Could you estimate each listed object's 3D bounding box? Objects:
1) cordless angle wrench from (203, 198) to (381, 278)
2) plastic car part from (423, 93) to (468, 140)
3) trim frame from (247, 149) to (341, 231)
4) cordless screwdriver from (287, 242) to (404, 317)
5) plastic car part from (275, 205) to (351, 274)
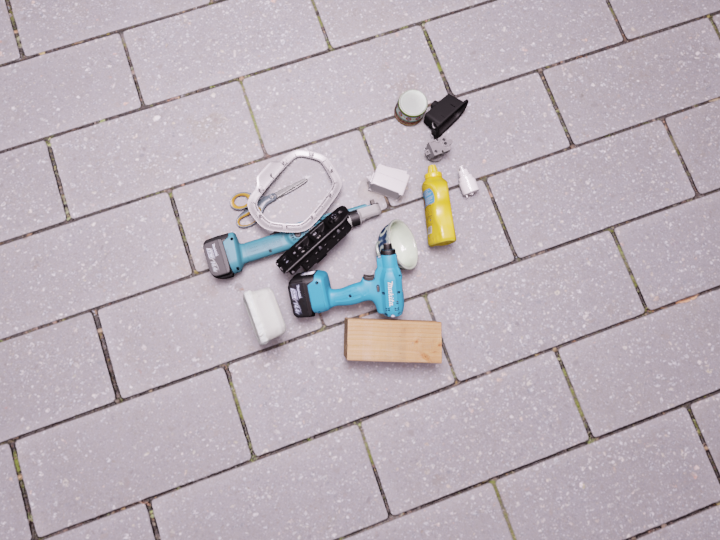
[{"bbox_3d":[-0.150,-0.084,0.997,0.420,0.074,0.099,-18,85,-6],"label":"cordless angle wrench"},{"bbox_3d":[0.203,-0.392,1.054,0.073,0.064,0.116,40,80,15],"label":"plastic car part"},{"bbox_3d":[-0.155,-0.192,0.998,0.189,0.027,0.248,31,69,13],"label":"trim frame"},{"bbox_3d":[-0.034,0.025,0.937,0.253,0.074,0.157,-4,100,12],"label":"cordless screwdriver"},{"bbox_3d":[-0.092,-0.060,0.944,0.203,0.069,0.064,-46,118,-3],"label":"plastic car part"}]
